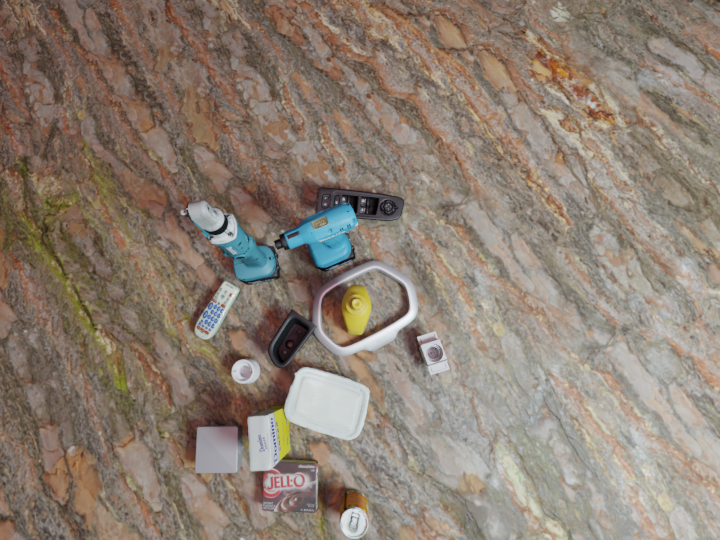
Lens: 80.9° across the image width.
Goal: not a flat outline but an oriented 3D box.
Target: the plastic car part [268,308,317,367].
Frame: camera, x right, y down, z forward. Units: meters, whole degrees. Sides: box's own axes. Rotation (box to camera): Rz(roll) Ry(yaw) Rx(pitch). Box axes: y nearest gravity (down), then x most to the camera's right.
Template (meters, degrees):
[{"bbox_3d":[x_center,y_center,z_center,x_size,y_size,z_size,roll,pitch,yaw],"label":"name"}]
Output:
[{"bbox_3d":[-0.153,0.154,0.925,0.067,0.069,0.116,32,80,9],"label":"plastic car part"}]

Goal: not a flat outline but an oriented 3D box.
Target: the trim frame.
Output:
[{"bbox_3d":[0.007,0.085,0.951,0.248,0.027,0.189,-29,75,-3],"label":"trim frame"}]

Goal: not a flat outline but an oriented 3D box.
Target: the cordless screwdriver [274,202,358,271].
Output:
[{"bbox_3d":[-0.087,-0.057,0.885,0.159,0.244,0.076,-22,79,-4],"label":"cordless screwdriver"}]

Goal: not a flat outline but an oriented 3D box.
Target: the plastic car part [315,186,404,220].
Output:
[{"bbox_3d":[-0.002,-0.148,0.994,0.205,0.065,0.067,5,77,6],"label":"plastic car part"}]

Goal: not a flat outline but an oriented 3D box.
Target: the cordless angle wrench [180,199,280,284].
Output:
[{"bbox_3d":[-0.235,-0.049,0.808,0.098,0.415,0.076,-11,78,-2],"label":"cordless angle wrench"}]
